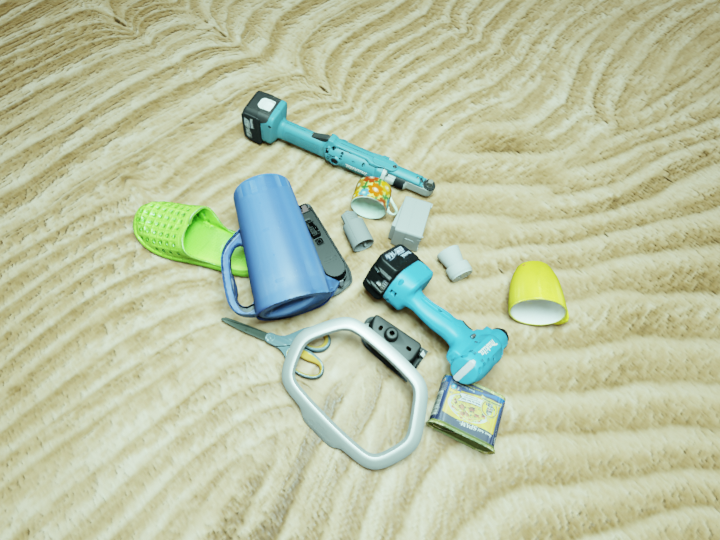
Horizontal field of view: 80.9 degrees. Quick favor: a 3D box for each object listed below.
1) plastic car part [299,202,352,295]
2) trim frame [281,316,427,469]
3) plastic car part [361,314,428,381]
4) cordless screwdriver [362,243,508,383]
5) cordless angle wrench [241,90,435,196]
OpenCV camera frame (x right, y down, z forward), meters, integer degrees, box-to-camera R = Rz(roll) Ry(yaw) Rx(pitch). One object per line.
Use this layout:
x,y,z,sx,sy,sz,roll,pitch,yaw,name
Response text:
-0.078,-0.051,0.798,0.065,0.066,0.210,-23,68,-20,plastic car part
-0.011,0.188,0.670,0.255,0.027,0.184,40,85,14,trim frame
0.053,0.119,0.706,0.120,0.069,0.065,37,68,12,plastic car part
0.134,0.062,0.721,0.153,0.074,0.259,-19,57,-46,cordless screwdriver
-0.045,-0.250,0.885,0.429,0.096,0.074,25,66,7,cordless angle wrench
